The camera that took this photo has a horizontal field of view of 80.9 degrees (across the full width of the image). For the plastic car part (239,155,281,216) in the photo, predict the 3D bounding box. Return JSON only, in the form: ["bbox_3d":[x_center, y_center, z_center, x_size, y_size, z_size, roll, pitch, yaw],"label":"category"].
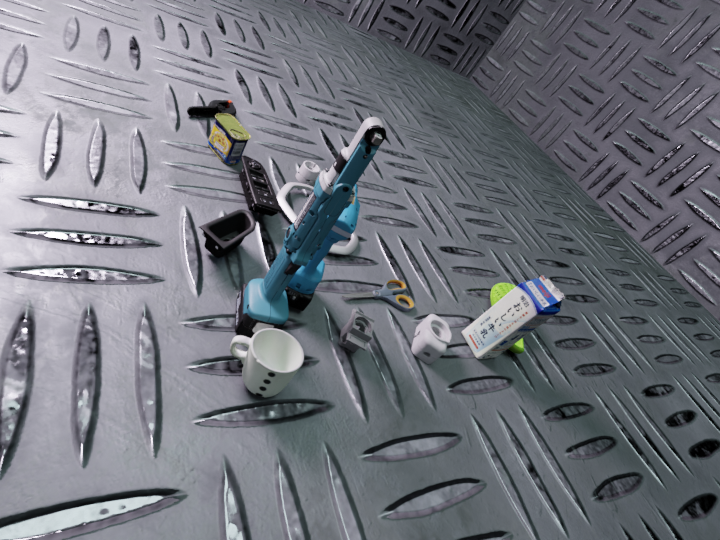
[{"bbox_3d":[-0.241,-0.190,0.978,0.063,0.067,0.212,7,44,-33],"label":"plastic car part"}]

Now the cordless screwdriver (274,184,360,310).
[{"bbox_3d":[-0.077,-0.050,0.789,0.073,0.249,0.162,28,37,-13],"label":"cordless screwdriver"}]

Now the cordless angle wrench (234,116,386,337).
[{"bbox_3d":[-0.084,-0.046,0.631,0.071,0.424,0.102,17,41,-26],"label":"cordless angle wrench"}]

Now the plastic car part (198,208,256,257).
[{"bbox_3d":[-0.257,-0.065,0.821,0.067,0.071,0.114,41,37,6],"label":"plastic car part"}]

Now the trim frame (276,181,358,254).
[{"bbox_3d":[-0.105,-0.131,1.046,0.257,0.027,0.178,48,39,19],"label":"trim frame"}]
